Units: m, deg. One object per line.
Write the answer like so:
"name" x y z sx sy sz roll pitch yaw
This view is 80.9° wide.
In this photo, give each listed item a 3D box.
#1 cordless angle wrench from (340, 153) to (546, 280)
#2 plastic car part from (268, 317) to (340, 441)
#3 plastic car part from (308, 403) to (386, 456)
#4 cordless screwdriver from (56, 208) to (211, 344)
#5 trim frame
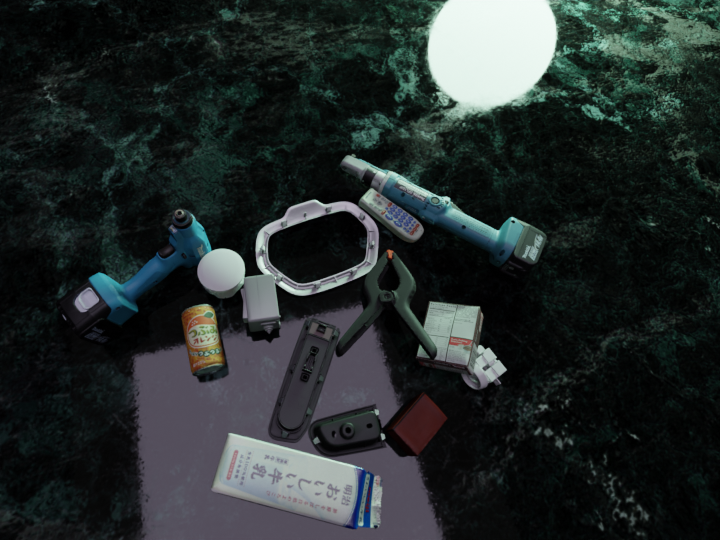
"cordless angle wrench" 0.145 -0.126 0.850 0.433 0.073 0.098 29 64 12
"plastic car part" -0.087 0.172 0.681 0.066 0.067 0.205 21 65 -5
"plastic car part" -0.017 0.244 0.643 0.114 0.070 0.068 -8 64 -14
"cordless screwdriver" -0.358 0.003 0.685 0.246 0.157 0.076 -41 78 -21
"trim frame" -0.079 -0.052 0.813 0.245 0.027 0.191 -20 66 -13
